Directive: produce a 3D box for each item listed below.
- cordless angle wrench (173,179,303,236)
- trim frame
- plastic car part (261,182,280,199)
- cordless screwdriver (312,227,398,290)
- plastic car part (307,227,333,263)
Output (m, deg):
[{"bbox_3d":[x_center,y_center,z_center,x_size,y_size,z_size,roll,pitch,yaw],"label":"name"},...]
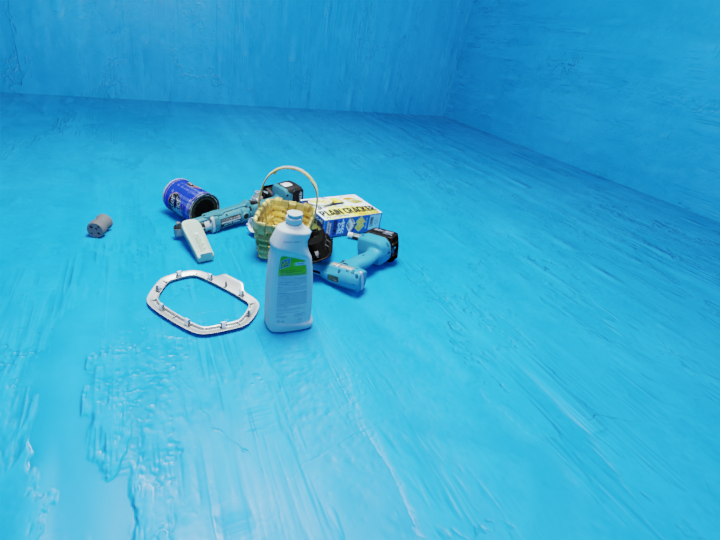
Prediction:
[{"bbox_3d":[-0.350,-0.172,1.245,0.078,0.095,0.410,31,41,33],"label":"cordless angle wrench"},{"bbox_3d":[-0.334,0.058,0.900,0.260,0.027,0.180,21,31,25],"label":"trim frame"},{"bbox_3d":[-0.275,-0.250,1.425,0.074,0.065,0.112,43,38,22],"label":"plastic car part"},{"bbox_3d":[-0.013,-0.036,1.097,0.167,0.072,0.243,14,33,30],"label":"cordless screwdriver"},{"bbox_3d":[-0.106,-0.069,1.085,0.066,0.065,0.207,-10,21,0],"label":"plastic car part"}]
